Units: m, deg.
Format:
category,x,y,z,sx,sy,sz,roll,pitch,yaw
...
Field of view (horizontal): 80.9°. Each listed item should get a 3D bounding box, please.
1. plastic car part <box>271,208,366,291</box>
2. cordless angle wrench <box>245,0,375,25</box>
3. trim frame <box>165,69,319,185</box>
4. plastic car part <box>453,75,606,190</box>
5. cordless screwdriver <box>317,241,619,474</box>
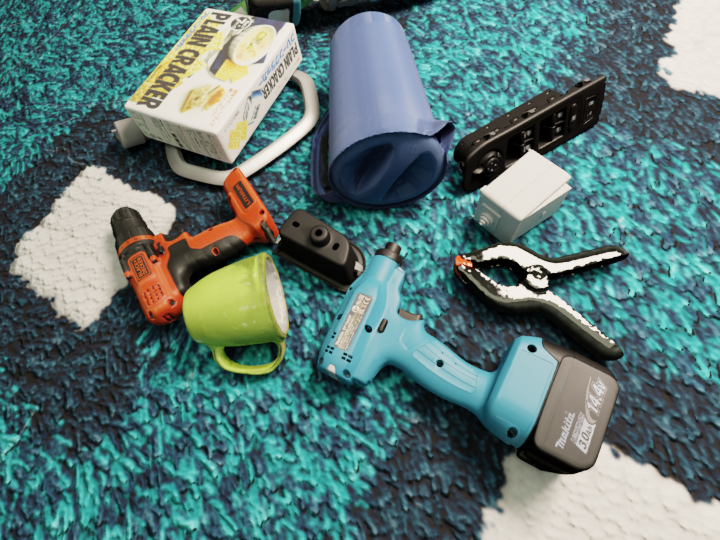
category,x,y,z,sx,sy,sz,roll,pitch,yaw
plastic car part,-0.047,-0.031,0.484,0.122,0.068,0.066,29,75,23
cordless angle wrench,0.031,-0.455,0.655,0.418,0.074,0.099,-12,84,-8
trim frame,-0.173,-0.219,0.623,0.247,0.026,0.192,-41,65,-9
plastic car part,0.196,-0.171,0.516,0.202,0.063,0.070,-33,55,-7
cordless screwdriver,0.096,0.071,0.410,0.259,0.071,0.160,19,69,22
